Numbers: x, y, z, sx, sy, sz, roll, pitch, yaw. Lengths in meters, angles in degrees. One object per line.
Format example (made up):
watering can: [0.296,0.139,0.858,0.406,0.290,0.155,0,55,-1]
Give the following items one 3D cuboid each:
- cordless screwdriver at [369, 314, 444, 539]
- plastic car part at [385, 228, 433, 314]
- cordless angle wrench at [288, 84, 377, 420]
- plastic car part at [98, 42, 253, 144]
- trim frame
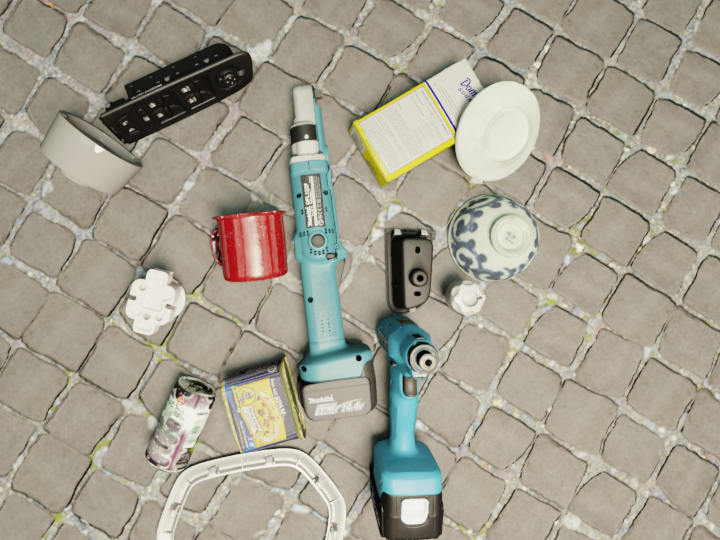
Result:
cordless screwdriver: [0.057,0.185,0.496,0.074,0.160,0.248,0,91,-7]
plastic car part: [0.069,0.001,0.548,0.066,0.071,0.117,1,86,-3]
cordless angle wrench: [-0.054,-0.035,0.548,0.097,0.074,0.425,-7,86,-4]
plastic car part: [-0.237,-0.239,0.556,0.203,0.064,0.070,-23,66,-2]
trim frame: [-0.142,0.333,0.551,0.247,0.028,0.184,-9,89,-4]
